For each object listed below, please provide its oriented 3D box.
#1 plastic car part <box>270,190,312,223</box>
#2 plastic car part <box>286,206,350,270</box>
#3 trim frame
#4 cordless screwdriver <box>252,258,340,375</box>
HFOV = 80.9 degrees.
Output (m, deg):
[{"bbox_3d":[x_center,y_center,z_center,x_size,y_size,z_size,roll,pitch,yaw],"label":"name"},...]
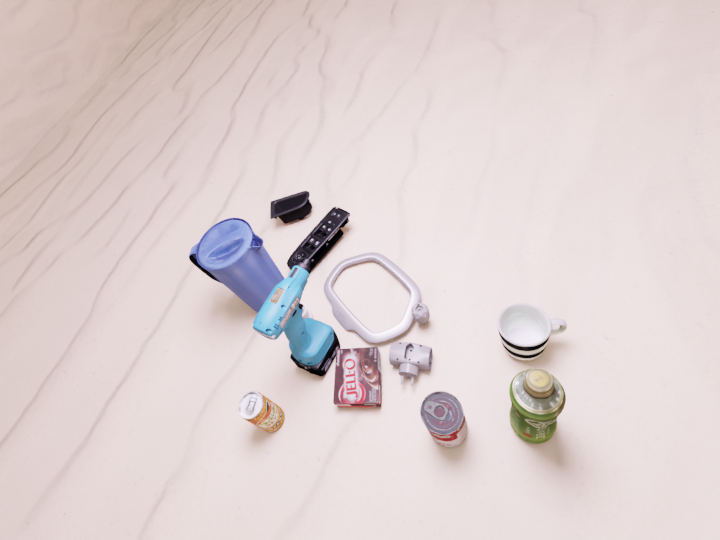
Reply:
[{"bbox_3d":[-0.182,-0.165,1.158,0.118,0.067,0.068,-15,53,11],"label":"plastic car part"},{"bbox_3d":[-0.104,-0.068,1.061,0.070,0.064,0.202,34,73,35],"label":"plastic car part"},{"bbox_3d":[0.020,0.054,0.949,0.183,0.026,0.263,-40,52,-8],"label":"trim frame"},{"bbox_3d":[-0.108,0.098,0.835,0.078,0.236,0.159,16,63,28],"label":"cordless screwdriver"}]
